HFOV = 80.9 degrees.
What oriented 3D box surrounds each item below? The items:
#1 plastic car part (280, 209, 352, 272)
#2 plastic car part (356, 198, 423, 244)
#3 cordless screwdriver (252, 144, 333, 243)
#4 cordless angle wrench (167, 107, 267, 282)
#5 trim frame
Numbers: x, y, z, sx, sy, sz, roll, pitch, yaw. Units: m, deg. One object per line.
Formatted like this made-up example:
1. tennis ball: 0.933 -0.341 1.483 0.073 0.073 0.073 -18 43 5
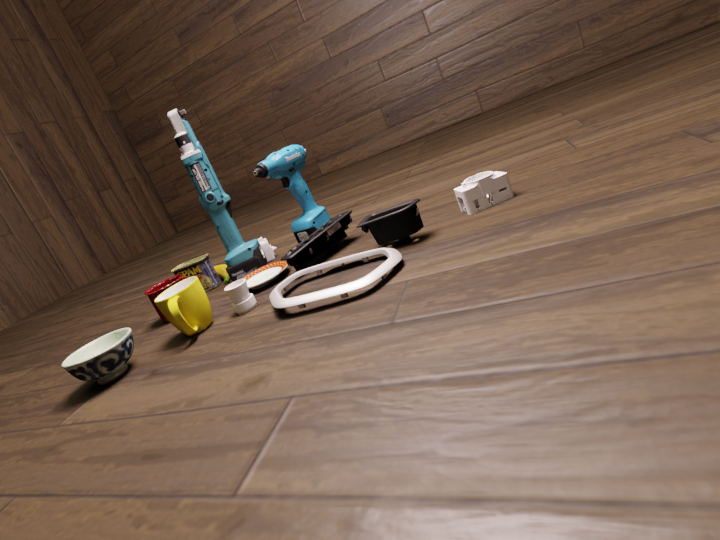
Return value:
1. plastic car part: -0.090 -0.059 0.916 0.069 0.065 0.199 -4 26 49
2. plastic car part: 0.064 -0.082 0.789 0.121 0.069 0.065 -13 19 31
3. cordless screwdriver: -0.150 -0.160 0.990 0.077 0.243 0.156 -11 19 40
4. cordless angle wrench: -0.349 -0.175 1.002 0.098 0.413 0.076 -23 14 1
5. trim frame: -0.047 0.012 0.732 0.254 0.027 0.184 -17 19 19
